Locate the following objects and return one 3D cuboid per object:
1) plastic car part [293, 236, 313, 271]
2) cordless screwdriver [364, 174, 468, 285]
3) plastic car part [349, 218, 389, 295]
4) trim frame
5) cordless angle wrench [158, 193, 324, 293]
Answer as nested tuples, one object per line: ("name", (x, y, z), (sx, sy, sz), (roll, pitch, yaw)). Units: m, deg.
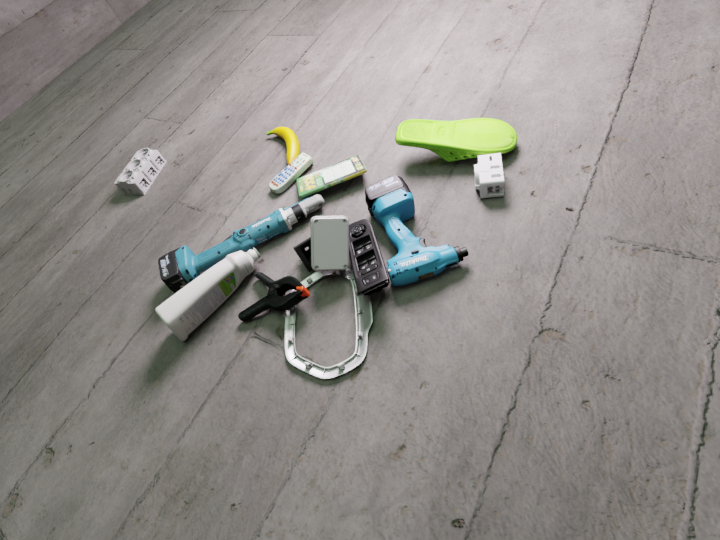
("plastic car part", (-0.093, -0.061, 0.949), (0.116, 0.064, 0.074), (-36, 20, -10))
("cordless screwdriver", (0.108, -0.093, 0.891), (0.160, 0.071, 0.259), (-20, 55, 5))
("plastic car part", (0.019, -0.029, 0.876), (0.067, 0.063, 0.212), (-34, 45, 20))
("trim frame", (-0.066, 0.094, 0.848), (0.187, 0.026, 0.256), (-11, 51, 12))
("cordless angle wrench", (-0.278, -0.078, 1.026), (0.422, 0.071, 0.103), (-27, 51, -3))
